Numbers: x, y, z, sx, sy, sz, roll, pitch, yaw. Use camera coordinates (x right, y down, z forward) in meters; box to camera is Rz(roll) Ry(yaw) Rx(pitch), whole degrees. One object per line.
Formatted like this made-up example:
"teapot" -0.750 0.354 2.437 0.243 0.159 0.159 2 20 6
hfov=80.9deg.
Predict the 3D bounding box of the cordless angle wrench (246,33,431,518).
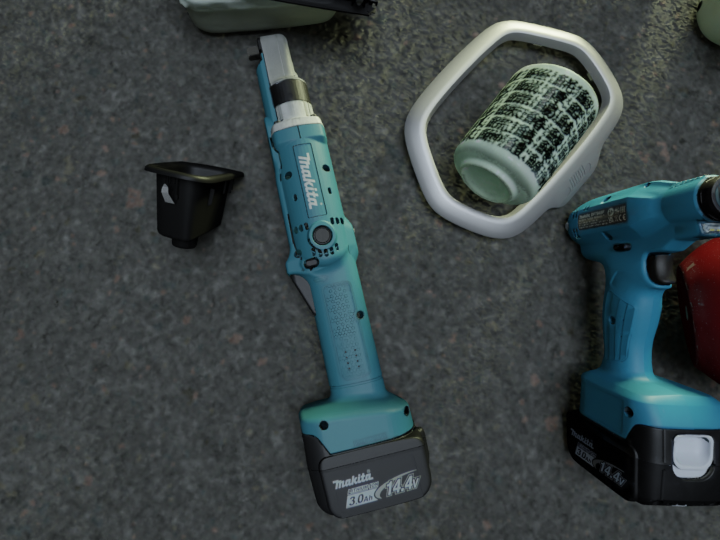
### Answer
"cordless angle wrench" -0.037 -0.024 0.382 0.097 0.074 0.428 -12 81 -6

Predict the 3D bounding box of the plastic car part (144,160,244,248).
"plastic car part" -0.147 -0.056 0.365 0.065 0.119 0.070 8 107 -6

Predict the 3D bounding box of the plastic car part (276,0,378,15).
"plastic car part" -0.081 -0.271 0.357 0.203 0.067 0.066 8 90 1

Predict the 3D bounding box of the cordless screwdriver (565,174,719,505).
"cordless screwdriver" 0.238 0.052 0.337 0.074 0.159 0.250 2 85 -7

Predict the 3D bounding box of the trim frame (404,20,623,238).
"trim frame" 0.156 -0.147 0.428 0.186 0.027 0.248 41 81 4
